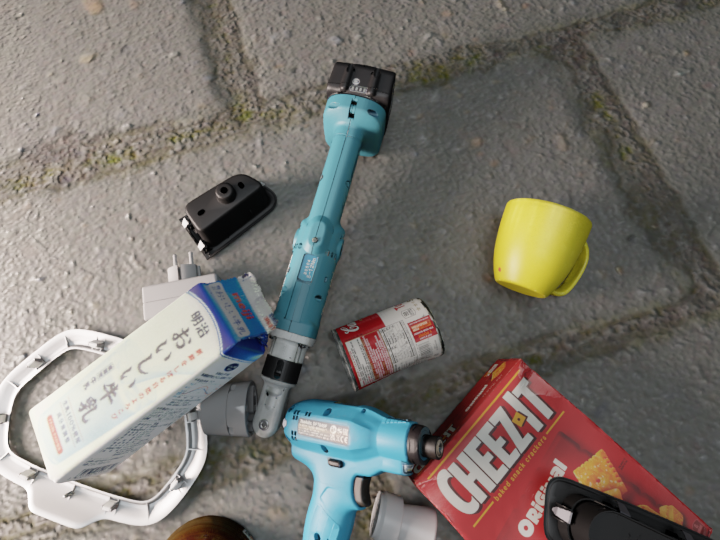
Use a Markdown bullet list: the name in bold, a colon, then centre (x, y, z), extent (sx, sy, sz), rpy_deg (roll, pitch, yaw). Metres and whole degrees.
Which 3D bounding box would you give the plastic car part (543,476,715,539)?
- **plastic car part**: centre (0.249, 0.238, 0.333), extent (0.207, 0.065, 0.066), rpy_deg (23, 81, 10)

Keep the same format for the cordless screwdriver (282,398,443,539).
- **cordless screwdriver**: centre (-0.006, 0.249, 0.369), extent (0.166, 0.070, 0.252), rpy_deg (-8, 70, 35)

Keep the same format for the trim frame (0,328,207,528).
- **trim frame**: centre (-0.285, 0.168, 0.457), extent (0.251, 0.027, 0.185), rpy_deg (17, 76, 4)

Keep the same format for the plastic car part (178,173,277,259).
- **plastic car part**: centre (-0.160, -0.077, 0.503), extent (0.116, 0.070, 0.067), rpy_deg (-37, 81, -7)

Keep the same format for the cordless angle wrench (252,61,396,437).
- **cordless angle wrench**: centre (-0.047, -0.031, 0.479), extent (0.075, 0.096, 0.426), rpy_deg (14, 78, 5)
